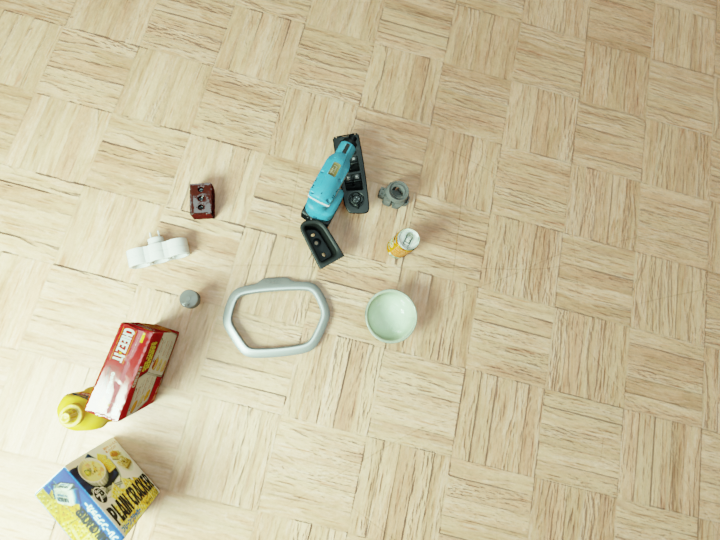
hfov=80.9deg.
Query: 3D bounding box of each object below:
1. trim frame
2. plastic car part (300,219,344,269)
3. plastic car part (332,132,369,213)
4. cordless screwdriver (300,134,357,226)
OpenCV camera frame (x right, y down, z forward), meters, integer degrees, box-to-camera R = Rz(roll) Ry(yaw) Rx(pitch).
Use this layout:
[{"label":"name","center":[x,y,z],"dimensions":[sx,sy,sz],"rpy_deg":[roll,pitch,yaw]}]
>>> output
[{"label":"trim frame","center":[-0.194,0.106,0.985],"dimensions":[0.246,0.027,0.187],"rpy_deg":[-5,79,-6]},{"label":"plastic car part","center":[-0.098,-0.064,1.007],"dimensions":[0.065,0.071,0.118],"rpy_deg":[-29,83,-12]},{"label":"plastic car part","center":[-0.024,-0.233,1.051],"dimensions":[0.065,0.067,0.206],"rpy_deg":[-8,79,-9]},{"label":"cordless screwdriver","center":[-0.067,-0.190,0.946],"dimensions":[0.074,0.249,0.159],"rpy_deg":[28,77,-5]}]
